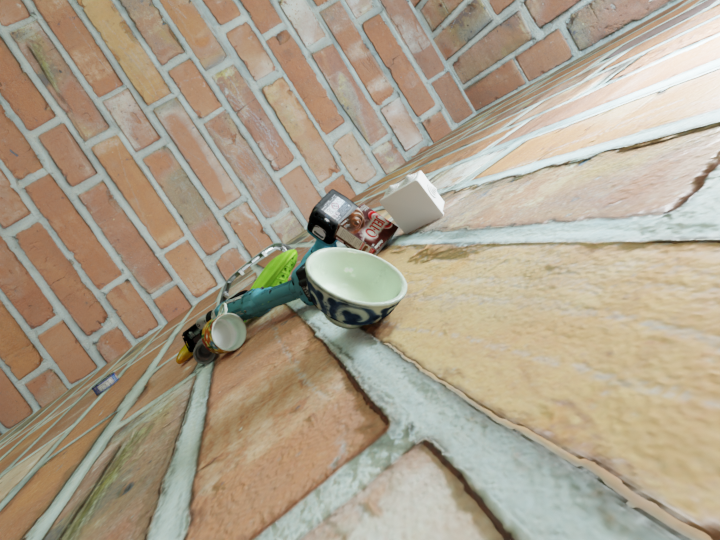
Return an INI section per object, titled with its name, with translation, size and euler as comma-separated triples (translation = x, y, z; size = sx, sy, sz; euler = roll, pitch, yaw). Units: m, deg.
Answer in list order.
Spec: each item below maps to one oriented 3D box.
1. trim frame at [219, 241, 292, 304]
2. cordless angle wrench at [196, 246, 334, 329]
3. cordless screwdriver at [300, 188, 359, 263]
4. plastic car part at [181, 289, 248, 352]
[trim frame]
translation = -0.269, 0.021, 1.112
size = 0.246, 0.029, 0.179
euler = -44, -21, -24
[cordless angle wrench]
translation = -0.205, 0.063, 0.838
size = 0.437, 0.073, 0.097
euler = -20, 15, 37
[cordless screwdriver]
translation = -0.094, -0.061, 0.961
size = 0.158, 0.075, 0.247
euler = -52, -4, -29
[plastic car part]
translation = -0.328, 0.120, 1.022
size = 0.070, 0.064, 0.200
euler = 10, 40, 36
